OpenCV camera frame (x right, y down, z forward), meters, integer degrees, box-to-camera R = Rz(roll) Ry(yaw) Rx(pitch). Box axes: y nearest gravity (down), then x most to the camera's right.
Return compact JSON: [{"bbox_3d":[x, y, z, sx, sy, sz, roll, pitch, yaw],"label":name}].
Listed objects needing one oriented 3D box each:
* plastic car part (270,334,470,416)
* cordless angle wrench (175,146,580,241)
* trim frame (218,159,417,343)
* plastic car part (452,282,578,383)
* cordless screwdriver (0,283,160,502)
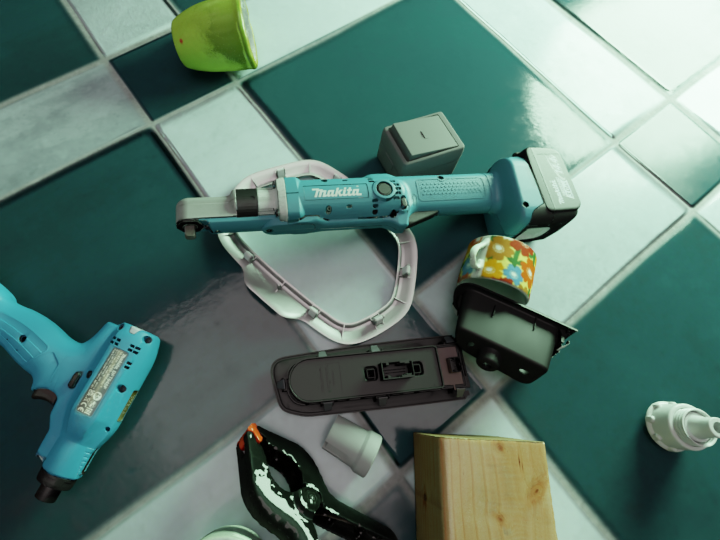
[{"bbox_3d":[0.012,0.105,0.418,0.202,0.066,0.067,-6,77,-3],"label":"plastic car part"},{"bbox_3d":[0.021,-0.073,0.458,0.416,0.073,0.100,-5,68,-11],"label":"cordless angle wrench"},{"bbox_3d":[-0.047,-0.031,0.485,0.253,0.027,0.183,40,72,10],"label":"trim frame"},{"bbox_3d":[0.141,0.071,0.425,0.118,0.065,0.071,24,49,7],"label":"plastic car part"},{"bbox_3d":[-0.336,0.089,0.397,0.250,0.074,0.160,23,69,1],"label":"cordless screwdriver"}]
